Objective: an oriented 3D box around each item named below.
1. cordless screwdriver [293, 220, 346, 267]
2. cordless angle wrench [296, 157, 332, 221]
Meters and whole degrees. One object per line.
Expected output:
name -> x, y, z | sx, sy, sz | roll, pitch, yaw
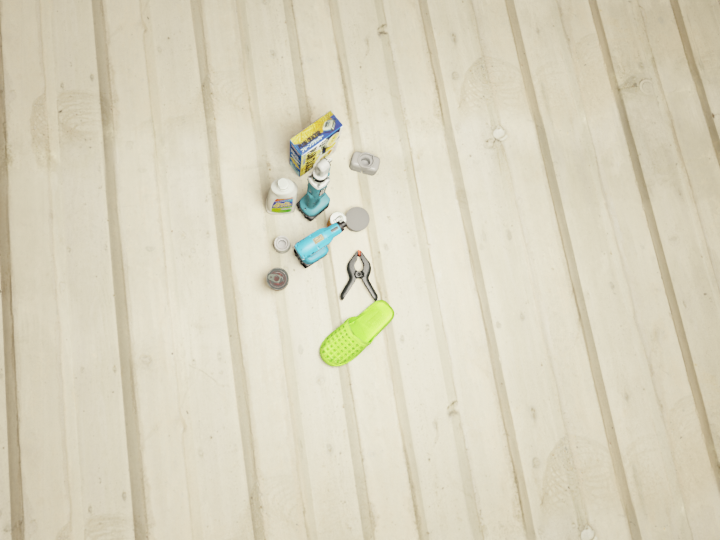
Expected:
cordless screwdriver -> -0.125, -0.081, 1.274 | 0.158, 0.250, 0.075 | -33, 90, -10
cordless angle wrench -> -0.125, -0.233, 1.210 | 0.097, 0.424, 0.074 | -41, 92, -11
